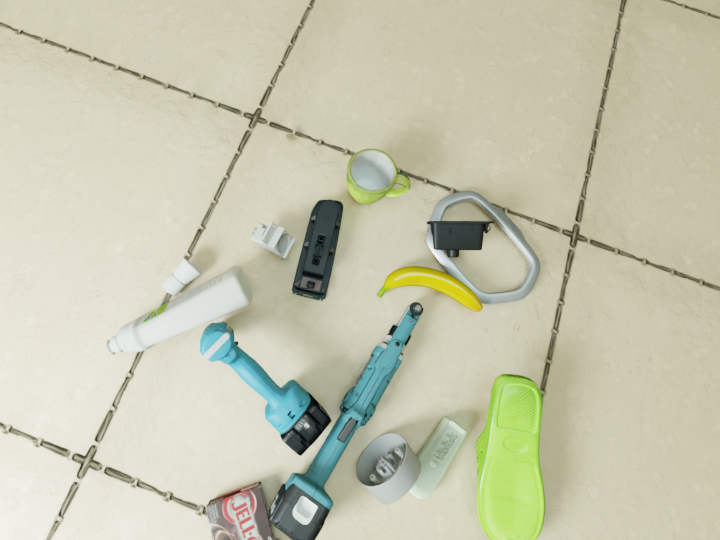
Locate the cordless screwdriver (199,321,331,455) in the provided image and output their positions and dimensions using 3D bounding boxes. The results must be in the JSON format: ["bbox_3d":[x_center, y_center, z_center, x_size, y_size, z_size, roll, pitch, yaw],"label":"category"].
[{"bbox_3d":[-0.167,0.179,0.706,0.074,0.162,0.245,-46,99,-12],"label":"cordless screwdriver"}]

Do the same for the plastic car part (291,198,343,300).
[{"bbox_3d":[-0.079,-0.051,0.804,0.067,0.065,0.205,10,71,4],"label":"plastic car part"}]

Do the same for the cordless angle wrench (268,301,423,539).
[{"bbox_3d":[-0.003,0.230,0.717,0.075,0.097,0.422,33,71,2],"label":"cordless angle wrench"}]

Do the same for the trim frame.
[{"bbox_3d":[0.241,-0.047,0.837,0.183,0.027,0.254,-38,78,-11],"label":"trim frame"}]

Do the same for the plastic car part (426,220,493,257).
[{"bbox_3d":[0.183,-0.060,0.801,0.116,0.066,0.071,-3,90,-2],"label":"plastic car part"}]
